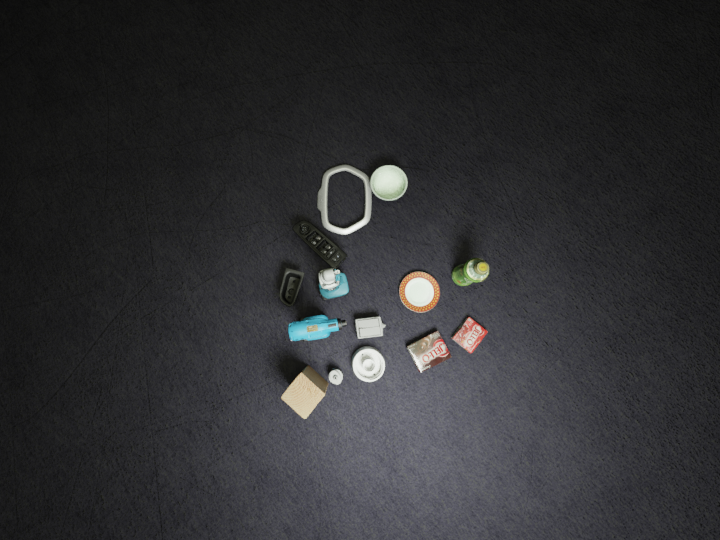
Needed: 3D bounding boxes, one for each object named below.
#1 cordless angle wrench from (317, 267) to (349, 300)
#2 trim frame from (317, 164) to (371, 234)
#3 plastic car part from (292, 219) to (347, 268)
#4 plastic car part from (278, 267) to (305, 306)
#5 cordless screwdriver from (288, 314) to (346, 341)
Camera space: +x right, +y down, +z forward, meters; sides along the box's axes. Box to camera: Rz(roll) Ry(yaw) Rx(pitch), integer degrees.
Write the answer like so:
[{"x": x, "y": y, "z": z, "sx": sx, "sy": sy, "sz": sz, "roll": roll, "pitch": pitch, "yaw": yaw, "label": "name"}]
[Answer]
[{"x": -0.083, "y": 0.032, "z": 1.192, "sx": 0.098, "sy": 0.418, "sz": 0.075, "roll": -13, "pitch": 84, "yaw": -3, "label": "cordless angle wrench"}, {"x": -0.055, "y": -0.242, "z": 1.437, "sx": 0.185, "sy": 0.027, "sz": 0.251, "roll": -1, "pitch": 80, "yaw": 3, "label": "trim frame"}, {"x": -0.136, "y": -0.089, "z": 1.395, "sx": 0.207, "sy": 0.066, "sz": 0.066, "roll": 42, "pitch": 84, "yaw": 9, "label": "plastic car part"}, {"x": -0.225, "y": 0.058, "z": 1.372, "sx": 0.066, "sy": 0.070, "sz": 0.117, "roll": 15, "pitch": 82, "yaw": 3, "label": "plastic car part"}, {"x": -0.121, "y": 0.168, "z": 1.257, "sx": 0.159, "sy": 0.246, "sz": 0.075, "roll": -9, "pitch": 83, "yaw": -2, "label": "cordless screwdriver"}]
